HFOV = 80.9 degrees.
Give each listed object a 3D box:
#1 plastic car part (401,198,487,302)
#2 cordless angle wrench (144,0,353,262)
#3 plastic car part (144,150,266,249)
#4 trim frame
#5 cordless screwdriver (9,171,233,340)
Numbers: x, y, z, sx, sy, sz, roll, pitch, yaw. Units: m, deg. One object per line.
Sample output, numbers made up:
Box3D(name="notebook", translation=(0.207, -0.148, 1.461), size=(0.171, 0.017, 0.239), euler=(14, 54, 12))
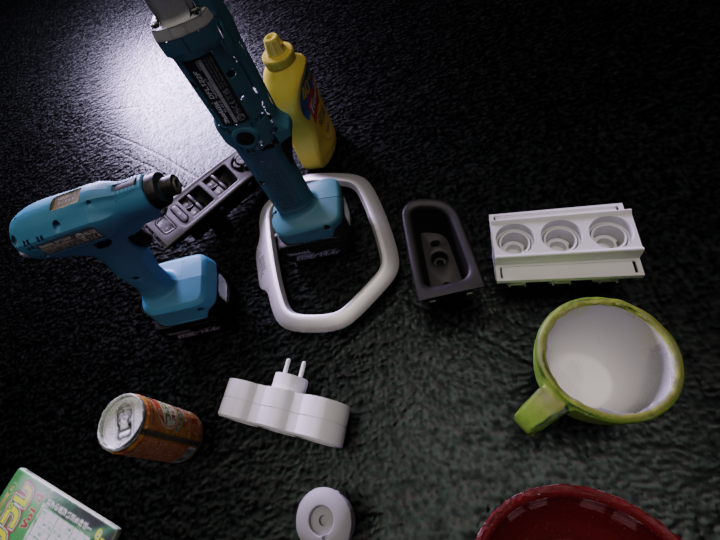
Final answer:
Box3D(name="plastic car part", translation=(0.086, -0.015, 0.458), size=(0.067, 0.067, 0.120), euler=(-14, 58, 10))
Box3D(name="cordless angle wrench", translation=(-0.103, -0.141, 0.396), size=(0.100, 0.403, 0.076), euler=(-9, 59, 11))
Box3D(name="plastic car part", translation=(-0.211, -0.105, 0.619), size=(0.070, 0.064, 0.202), euler=(37, 78, 31))
Box3D(name="trim frame", translation=(-0.053, -0.035, 0.544), size=(0.186, 0.026, 0.259), euler=(-22, 56, 7))
Box3D(name="cordless screwdriver", translation=(-0.211, -0.009, 0.458), size=(0.161, 0.237, 0.077), euler=(-15, 58, 9))
